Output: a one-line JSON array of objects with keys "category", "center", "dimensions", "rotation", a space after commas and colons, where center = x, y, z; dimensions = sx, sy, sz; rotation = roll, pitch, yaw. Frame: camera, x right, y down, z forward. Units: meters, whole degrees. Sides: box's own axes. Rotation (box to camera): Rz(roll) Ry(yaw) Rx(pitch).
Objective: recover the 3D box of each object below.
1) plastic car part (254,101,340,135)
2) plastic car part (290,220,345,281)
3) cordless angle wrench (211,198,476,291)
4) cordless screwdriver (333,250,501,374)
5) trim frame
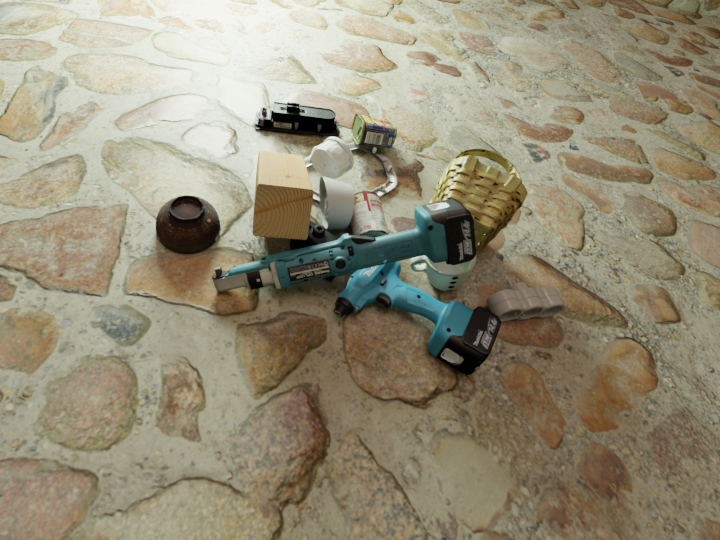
[{"category": "plastic car part", "center": [-0.144, -0.361, 0.995], "dimensions": [0.199, 0.066, 0.068], "rotation": [7, 45, -11]}, {"category": "plastic car part", "center": [-0.074, -0.049, 0.760], "dimensions": [0.119, 0.070, 0.065], "rotation": [38, 52, 12]}, {"category": "cordless angle wrench", "center": [-0.034, -0.023, 0.692], "dimensions": [0.424, 0.095, 0.076], "rotation": [-13, 23, 1]}, {"category": "cordless screwdriver", "center": [0.087, 0.076, 0.699], "dimensions": [0.258, 0.073, 0.157], "rotation": [33, 53, 18]}, {"category": "trim frame", "center": [-0.029, -0.218, 0.929], "dimensions": [0.243, 0.027, 0.192], "rotation": [-29, 62, -27]}]
